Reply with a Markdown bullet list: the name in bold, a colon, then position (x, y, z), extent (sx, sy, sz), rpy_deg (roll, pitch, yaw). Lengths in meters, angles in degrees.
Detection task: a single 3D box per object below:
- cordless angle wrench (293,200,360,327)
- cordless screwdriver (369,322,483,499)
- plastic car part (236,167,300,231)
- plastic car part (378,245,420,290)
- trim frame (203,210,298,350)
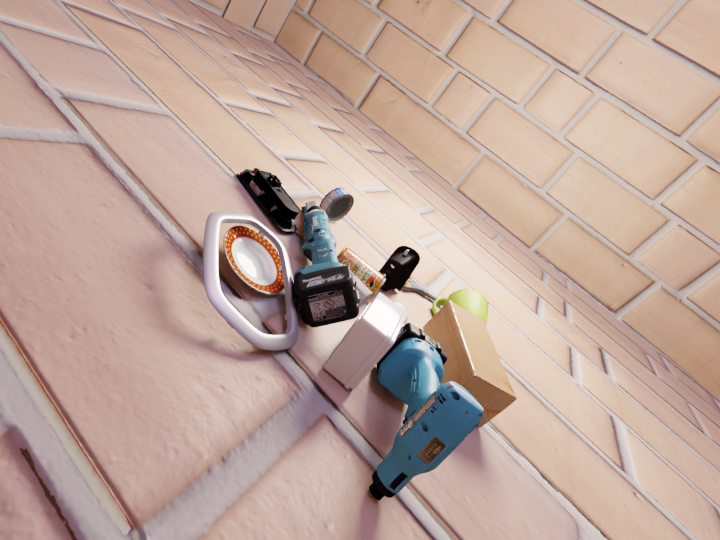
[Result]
- **cordless angle wrench**: position (-0.080, -0.052, 0.821), extent (0.098, 0.072, 0.438), rpy_deg (-14, 30, -2)
- **cordless screwdriver**: position (0.064, 0.176, 0.570), extent (0.074, 0.159, 0.251), rpy_deg (39, 8, -8)
- **plastic car part**: position (-0.187, -0.160, 0.909), extent (0.063, 0.067, 0.213), rpy_deg (15, 34, -54)
- **plastic car part**: position (0.069, 0.001, 0.906), extent (0.069, 0.116, 0.068), rpy_deg (-30, 69, -39)
- **trim frame**: position (-0.157, 0.007, 0.628), extent (0.174, 0.028, 0.259), rpy_deg (29, 31, -40)
